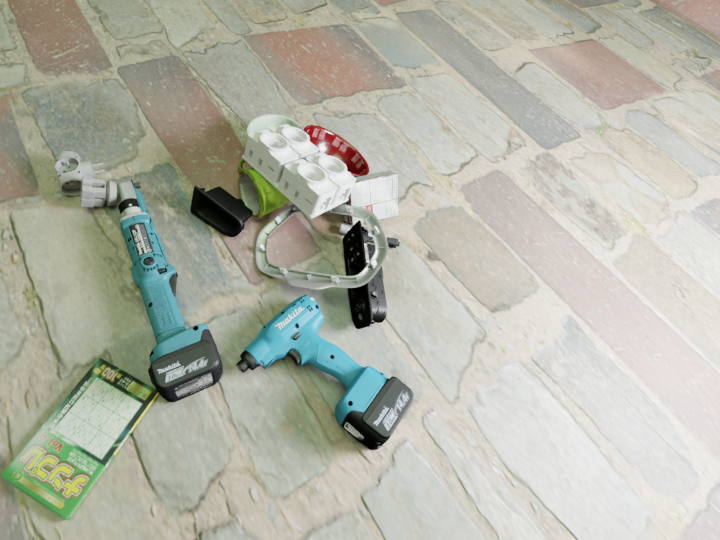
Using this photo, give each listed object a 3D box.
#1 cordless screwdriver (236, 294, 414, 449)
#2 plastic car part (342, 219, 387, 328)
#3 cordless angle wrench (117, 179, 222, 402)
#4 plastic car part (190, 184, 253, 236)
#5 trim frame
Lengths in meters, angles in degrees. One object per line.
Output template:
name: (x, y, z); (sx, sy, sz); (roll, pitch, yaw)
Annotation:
cordless screwdriver: (-0.057, 0.163, 0.639); (0.258, 0.073, 0.157); (39, 59, 20)
plastic car part: (0.009, 0.013, 0.759); (0.064, 0.067, 0.209); (20, 50, -31)
cordless angle wrench: (-0.344, 0.000, 0.702); (0.096, 0.073, 0.442); (-20, 60, -23)
plastic car part: (-0.255, -0.117, 0.802); (0.118, 0.065, 0.070); (32, 43, 7)
trim frame: (-0.074, -0.048, 0.757); (0.256, 0.026, 0.186); (9, 63, 17)
